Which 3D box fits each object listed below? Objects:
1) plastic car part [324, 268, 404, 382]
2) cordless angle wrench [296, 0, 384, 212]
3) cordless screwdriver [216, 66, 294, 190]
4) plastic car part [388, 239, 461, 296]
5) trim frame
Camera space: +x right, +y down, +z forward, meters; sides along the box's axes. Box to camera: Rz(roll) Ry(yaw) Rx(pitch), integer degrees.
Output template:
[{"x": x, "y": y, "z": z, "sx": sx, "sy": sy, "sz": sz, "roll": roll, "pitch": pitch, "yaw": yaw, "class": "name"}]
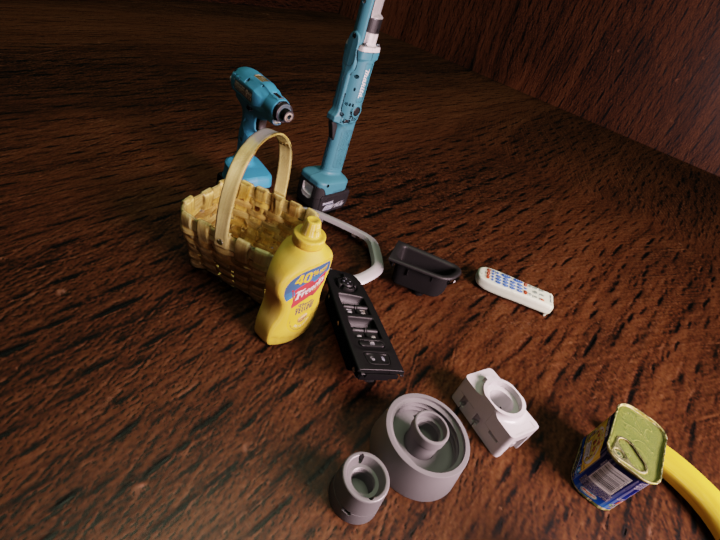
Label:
[{"x": -0.009, "y": 0.077, "z": 0.598, "sx": 0.064, "sy": 0.066, "sz": 0.212, "roll": 2, "pitch": 40, "yaw": -21, "class": "plastic car part"}, {"x": -0.027, "y": -0.301, "z": 0.776, "sx": 0.095, "sy": 0.417, "sz": 0.078, "roll": -21, "pitch": 53, "yaw": -42, "class": "cordless angle wrench"}, {"x": -0.185, "y": -0.210, "z": 0.746, "sx": 0.071, "sy": 0.245, "sz": 0.168, "roll": -15, "pitch": 49, "yaw": -38, "class": "cordless screwdriver"}, {"x": 0.101, "y": 0.009, "z": 0.720, "sx": 0.119, "sy": 0.070, "sz": 0.065, "roll": 26, "pitch": 38, "yaw": 10, "class": "plastic car part"}, {"x": -0.075, "y": -0.049, "z": 0.763, "sx": 0.255, "sy": 0.027, "sz": 0.182, "roll": 26, "pitch": 39, "yaw": 12, "class": "trim frame"}]
